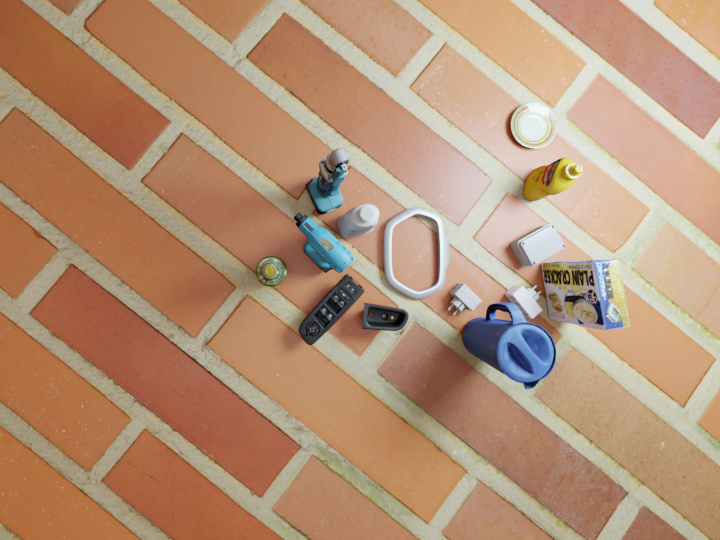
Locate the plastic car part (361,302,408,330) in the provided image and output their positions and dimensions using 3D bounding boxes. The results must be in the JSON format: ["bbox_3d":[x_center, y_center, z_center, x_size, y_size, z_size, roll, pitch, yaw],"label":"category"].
[{"bbox_3d":[0.060,0.122,1.105,0.116,0.071,0.066,7,88,-4],"label":"plastic car part"}]

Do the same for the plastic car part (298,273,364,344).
[{"bbox_3d":[-0.082,0.102,1.100,0.066,0.067,0.202,43,85,-3],"label":"plastic car part"}]

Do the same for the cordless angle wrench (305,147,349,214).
[{"bbox_3d":[-0.068,-0.202,0.940,0.074,0.426,0.098,-24,94,-8],"label":"cordless angle wrench"}]

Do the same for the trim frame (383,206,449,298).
[{"bbox_3d":[0.153,-0.047,1.142,0.183,0.027,0.249,-1,87,-3],"label":"trim frame"}]

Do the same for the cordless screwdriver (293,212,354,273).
[{"bbox_3d":[-0.099,-0.065,1.018,0.074,0.250,0.159,-45,94,-6],"label":"cordless screwdriver"}]
